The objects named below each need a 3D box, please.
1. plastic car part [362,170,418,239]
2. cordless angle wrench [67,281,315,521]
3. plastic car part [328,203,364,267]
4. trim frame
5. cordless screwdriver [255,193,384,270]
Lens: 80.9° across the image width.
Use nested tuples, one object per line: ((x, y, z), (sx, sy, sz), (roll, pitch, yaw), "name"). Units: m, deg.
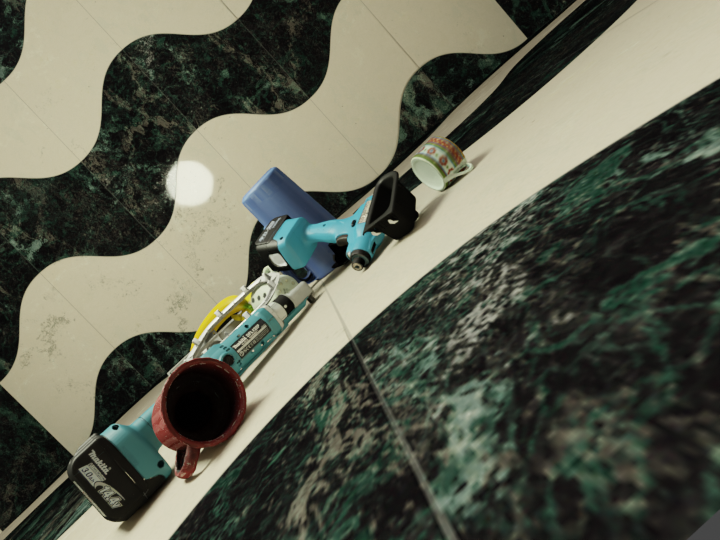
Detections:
((0.055, -0.093, 0.637), (0.067, 0.069, 0.118), (-36, 27, 42), "plastic car part")
((-0.199, 0.140, 0.611), (0.075, 0.098, 0.417), (-41, 5, 47), "cordless angle wrench")
((0.008, -0.085, 0.826), (0.202, 0.065, 0.069), (-50, 24, -22), "plastic car part")
((-0.241, 0.090, 0.784), (0.249, 0.026, 0.191), (-41, 24, 4), "trim frame")
((-0.072, -0.047, 0.736), (0.258, 0.071, 0.161), (-10, 40, 31), "cordless screwdriver")
